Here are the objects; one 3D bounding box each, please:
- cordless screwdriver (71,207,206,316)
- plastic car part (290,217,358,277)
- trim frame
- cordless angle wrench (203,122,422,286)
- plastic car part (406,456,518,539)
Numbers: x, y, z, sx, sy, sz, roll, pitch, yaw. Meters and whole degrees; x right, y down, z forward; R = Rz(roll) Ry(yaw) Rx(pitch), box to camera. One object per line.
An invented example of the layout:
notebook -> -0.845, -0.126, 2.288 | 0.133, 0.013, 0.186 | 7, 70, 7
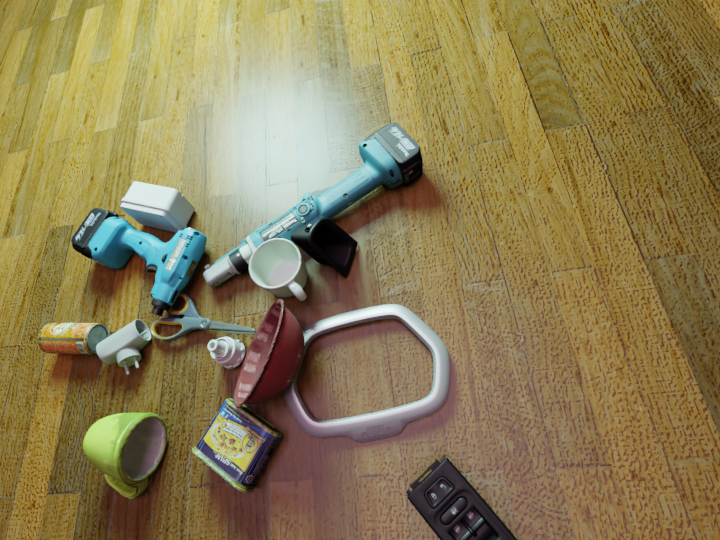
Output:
cordless screwdriver -> -0.415, -0.021, 0.774 | 0.258, 0.071, 0.160 | 14, 71, 19
plastic car part -> -0.067, -0.044, 0.683 | 0.074, 0.110, 0.066 | 3, 66, 39
trim frame -> 0.004, 0.148, 0.619 | 0.250, 0.026, 0.190 | -16, 63, 6
cordless angle wrench -> -0.090, -0.096, 0.729 | 0.423, 0.071, 0.102 | -34, 64, 1
plastic car part -> 0.143, 0.319, 0.482 | 0.066, 0.065, 0.211 | -39, 67, -13
